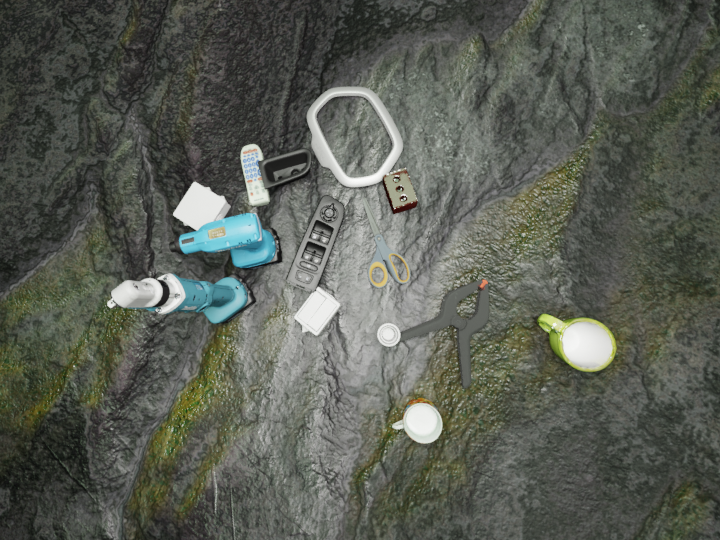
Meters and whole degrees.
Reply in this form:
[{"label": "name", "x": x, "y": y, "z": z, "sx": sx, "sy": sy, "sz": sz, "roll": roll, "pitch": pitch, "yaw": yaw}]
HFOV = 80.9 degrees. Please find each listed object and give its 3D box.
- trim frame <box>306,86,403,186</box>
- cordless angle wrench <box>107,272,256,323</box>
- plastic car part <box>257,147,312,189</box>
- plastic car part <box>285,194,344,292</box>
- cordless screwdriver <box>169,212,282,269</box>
[{"label": "trim frame", "x": -0.017, "y": -0.299, "z": 0.934, "sx": 0.184, "sy": 0.027, "sz": 0.253, "roll": -28, "pitch": 79, "yaw": 2}, {"label": "cordless angle wrench", "x": -0.283, "y": 0.044, "z": 0.718, "sx": 0.098, "sy": 0.417, "sz": 0.075, "roll": -37, "pitch": 85, "yaw": -2}, {"label": "plastic car part", "x": -0.154, "y": -0.215, "z": 0.917, "sx": 0.117, "sy": 0.070, "sz": 0.067, "roll": -16, "pitch": 82, "yaw": 3}, {"label": "plastic car part", "x": -0.087, "y": -0.057, "z": 0.887, "sx": 0.067, "sy": 0.066, "sz": 0.203, "roll": 20, "pitch": 85, "yaw": 6}, {"label": "cordless screwdriver", "x": -0.245, "y": -0.048, "z": 0.814, "sx": 0.160, "sy": 0.245, "sz": 0.075, "roll": -12, "pitch": 84, "yaw": 2}]
